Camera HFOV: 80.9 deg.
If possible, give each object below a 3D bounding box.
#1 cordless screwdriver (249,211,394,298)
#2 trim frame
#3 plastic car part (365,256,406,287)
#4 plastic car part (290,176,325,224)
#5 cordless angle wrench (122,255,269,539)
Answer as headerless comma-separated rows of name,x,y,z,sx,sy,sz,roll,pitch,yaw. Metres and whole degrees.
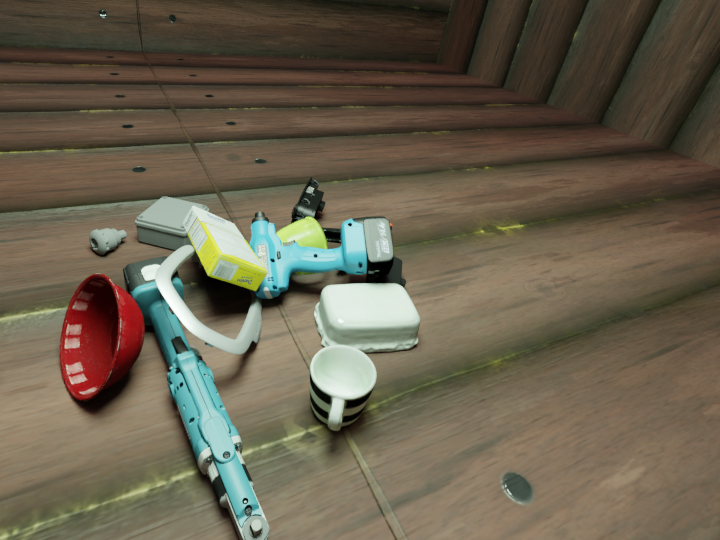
cordless screwdriver,-0.073,-0.048,0.746,0.249,0.072,0.164,-10,67,-1
trim frame,-0.221,0.039,0.648,0.179,0.027,0.254,40,10,-15
plastic car part,0.052,0.009,0.811,0.070,0.065,0.119,20,37,-11
plastic car part,-0.118,-0.149,0.971,0.067,0.066,0.205,26,27,-5
cordless angle wrench,-0.220,0.143,0.549,0.072,0.096,0.446,-15,45,-32
